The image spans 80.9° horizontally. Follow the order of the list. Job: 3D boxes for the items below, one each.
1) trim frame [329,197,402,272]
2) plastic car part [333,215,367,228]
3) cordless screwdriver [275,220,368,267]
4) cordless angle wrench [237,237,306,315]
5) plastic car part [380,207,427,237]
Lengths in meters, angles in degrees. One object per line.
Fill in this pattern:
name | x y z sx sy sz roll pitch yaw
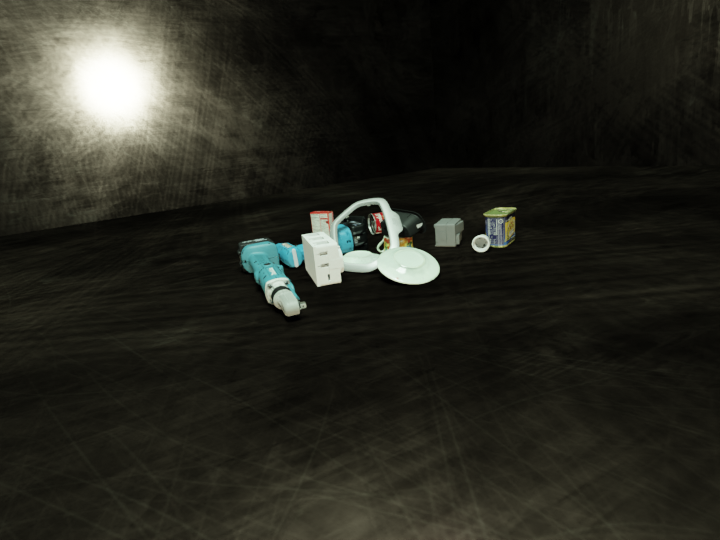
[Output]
trim frame | 0.010 -0.090 1.040 0.187 0.026 0.258 -23 43 13
plastic car part | -0.053 -0.151 1.413 0.214 0.066 0.064 8 10 40
cordless screwdriver | -0.114 -0.075 1.167 0.243 0.073 0.167 -17 19 -21
cordless angle wrench | -0.198 0.011 0.924 0.096 0.073 0.441 -12 19 -18
plastic car part | 0.096 -0.110 1.056 0.069 0.064 0.123 -35 34 -32
